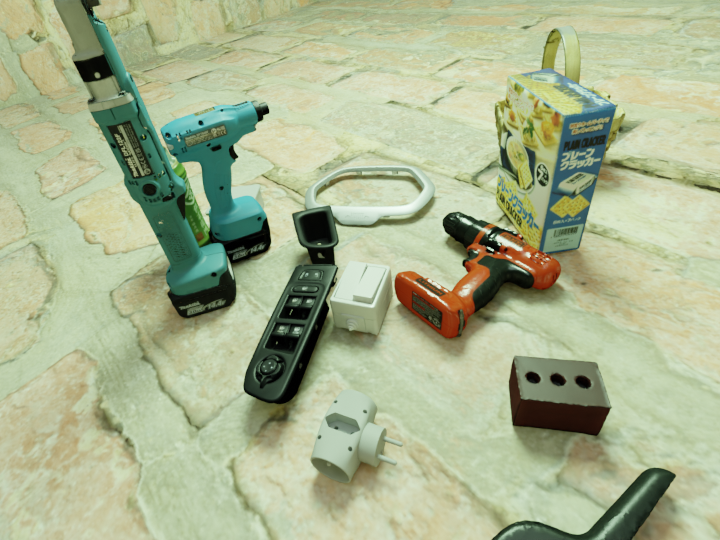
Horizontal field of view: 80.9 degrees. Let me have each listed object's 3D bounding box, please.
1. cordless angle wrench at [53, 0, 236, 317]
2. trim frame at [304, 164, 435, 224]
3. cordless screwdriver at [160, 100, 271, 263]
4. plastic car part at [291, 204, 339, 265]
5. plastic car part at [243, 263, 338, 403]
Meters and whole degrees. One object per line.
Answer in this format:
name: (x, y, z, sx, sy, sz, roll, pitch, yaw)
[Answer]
cordless angle wrench: (-0.262, -0.113, 0.534, 0.097, 0.406, 0.078, -15, 40, -8)
trim frame: (0.013, -0.148, 0.797, 0.256, 0.026, 0.186, 4, 43, 18)
cordless screwdriver: (-0.197, -0.140, 0.677, 0.156, 0.239, 0.079, -24, 42, -17)
plastic car part: (-0.065, -0.042, 0.663, 0.066, 0.068, 0.122, -14, 40, -4)
plastic car part: (-0.083, 0.080, 0.531, 0.068, 0.064, 0.204, 5, 43, 17)
